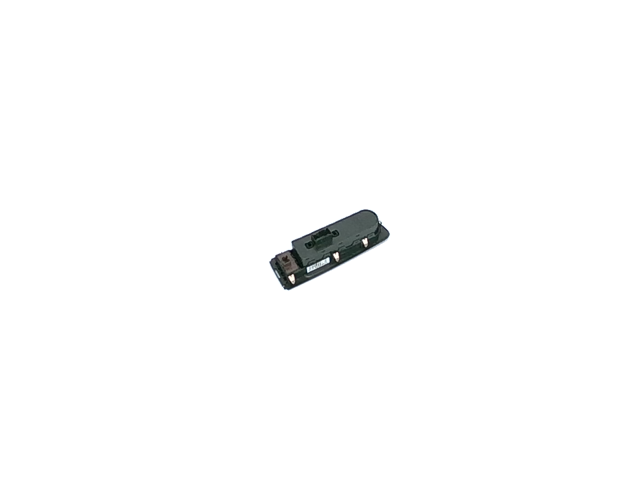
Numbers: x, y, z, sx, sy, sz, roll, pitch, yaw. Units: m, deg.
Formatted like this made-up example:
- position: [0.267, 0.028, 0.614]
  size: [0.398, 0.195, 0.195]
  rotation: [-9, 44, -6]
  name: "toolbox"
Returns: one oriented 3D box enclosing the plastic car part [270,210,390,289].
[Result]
- position: [0.018, 0.001, 0.690]
  size: [0.202, 0.067, 0.066]
  rotation: [-22, 47, -17]
  name: "plastic car part"
